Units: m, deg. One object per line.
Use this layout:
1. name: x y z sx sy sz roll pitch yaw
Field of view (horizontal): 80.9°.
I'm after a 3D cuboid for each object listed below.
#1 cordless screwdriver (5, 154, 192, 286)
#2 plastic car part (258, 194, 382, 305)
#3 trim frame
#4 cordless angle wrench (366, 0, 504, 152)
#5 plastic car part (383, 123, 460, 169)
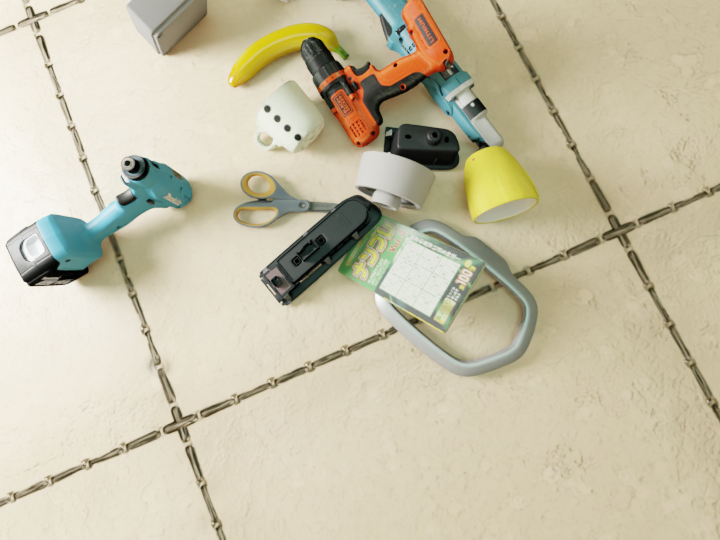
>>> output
1. cordless screwdriver: -0.364 -0.072 0.583 0.249 0.158 0.075 -32 87 -1
2. plastic car part: -0.060 -0.039 0.611 0.202 0.065 0.068 -40 75 -3
3. trim frame: 0.136 0.037 0.615 0.252 0.027 0.184 39 87 8
4. cordless angle wrench: 0.081 -0.351 0.647 0.098 0.074 0.427 -36 85 -3
5. plastic car part: 0.094 -0.187 0.623 0.118 0.070 0.066 5 85 4
